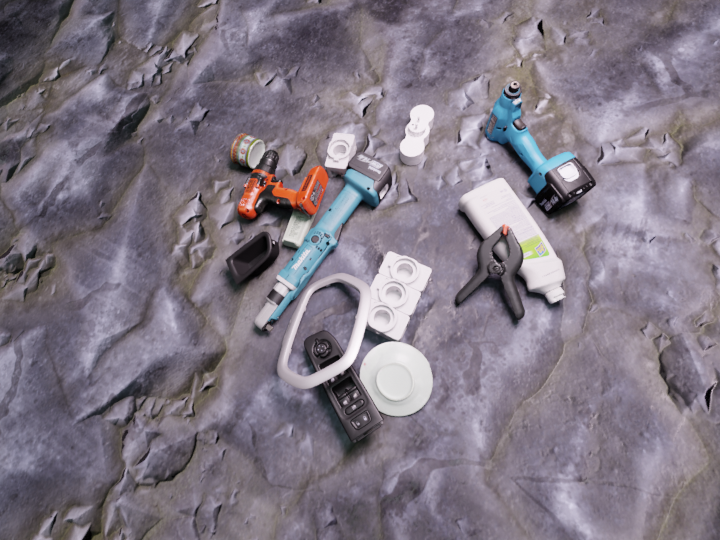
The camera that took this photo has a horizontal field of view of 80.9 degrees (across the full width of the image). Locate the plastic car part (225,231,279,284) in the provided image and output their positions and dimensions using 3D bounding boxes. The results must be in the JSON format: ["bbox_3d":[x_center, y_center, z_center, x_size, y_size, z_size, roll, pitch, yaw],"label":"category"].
[{"bbox_3d":[-0.213,-0.026,0.889,0.117,0.068,0.068,-36,69,12],"label":"plastic car part"}]

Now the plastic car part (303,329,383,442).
[{"bbox_3d":[-0.032,0.199,0.767,0.066,0.064,0.212,-39,63,7],"label":"plastic car part"}]

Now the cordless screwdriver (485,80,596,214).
[{"bbox_3d":[0.341,-0.241,0.822,0.074,0.154,0.258,-28,69,-3],"label":"cordless screwdriver"}]

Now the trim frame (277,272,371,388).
[{"bbox_3d":[-0.069,0.104,0.786,0.191,0.026,0.252,-9,48,29],"label":"trim frame"}]

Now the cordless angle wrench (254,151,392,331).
[{"bbox_3d":[-0.086,-0.056,0.880,0.102,0.072,0.422,32,80,19],"label":"cordless angle wrench"}]
